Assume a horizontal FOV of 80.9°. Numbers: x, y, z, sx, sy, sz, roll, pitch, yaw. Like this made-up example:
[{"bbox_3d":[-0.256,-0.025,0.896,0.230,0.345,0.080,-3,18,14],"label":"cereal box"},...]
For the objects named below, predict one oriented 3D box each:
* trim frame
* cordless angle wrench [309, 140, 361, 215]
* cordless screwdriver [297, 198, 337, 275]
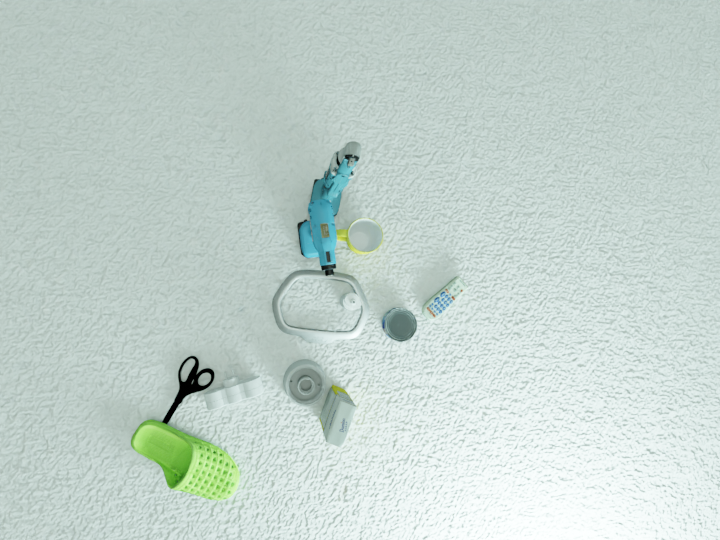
[{"bbox_3d":[-0.100,0.092,1.073,0.246,0.028,0.185,5,83,-6],"label":"trim frame"},{"bbox_3d":[-0.053,-0.195,0.910,0.073,0.427,0.098,11,85,-11],"label":"cordless angle wrench"},{"bbox_3d":[-0.096,-0.063,0.979,0.073,0.251,0.160,-8,88,-12],"label":"cordless screwdriver"}]
